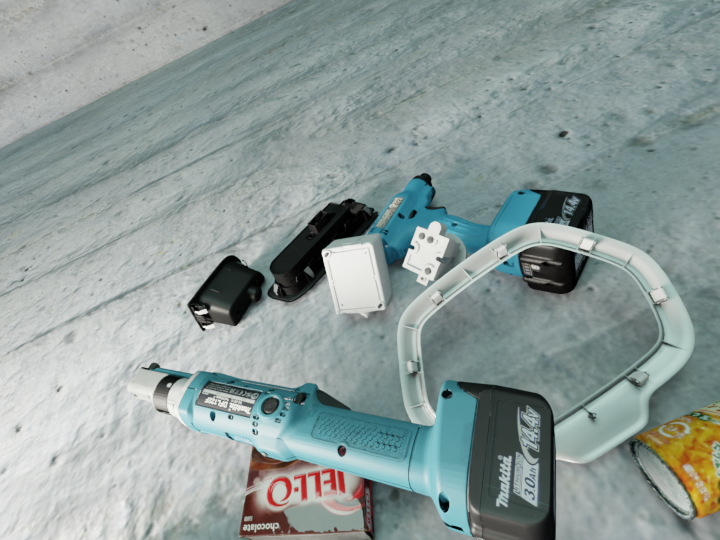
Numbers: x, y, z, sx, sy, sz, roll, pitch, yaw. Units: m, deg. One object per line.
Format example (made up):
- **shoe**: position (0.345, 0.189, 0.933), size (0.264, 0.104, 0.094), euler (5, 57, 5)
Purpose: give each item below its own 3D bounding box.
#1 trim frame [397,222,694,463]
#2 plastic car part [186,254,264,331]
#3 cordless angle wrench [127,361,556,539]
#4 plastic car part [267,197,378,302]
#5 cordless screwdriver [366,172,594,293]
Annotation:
- **trim frame**: position (0.146, 0.063, 0.368), size (0.249, 0.026, 0.192), euler (-36, 65, 4)
- **plastic car part**: position (-0.178, 0.031, 0.600), size (0.073, 0.063, 0.117), euler (16, 52, 19)
- **cordless angle wrench**: position (-0.067, 0.133, 0.379), size (0.441, 0.071, 0.098), euler (1, 45, 29)
- **plastic car part**: position (-0.059, -0.039, 0.604), size (0.070, 0.064, 0.202), euler (24, 65, 33)
- **cordless screwdriver**: position (0.139, -0.064, 0.519), size (0.262, 0.071, 0.159), euler (10, 53, 38)
